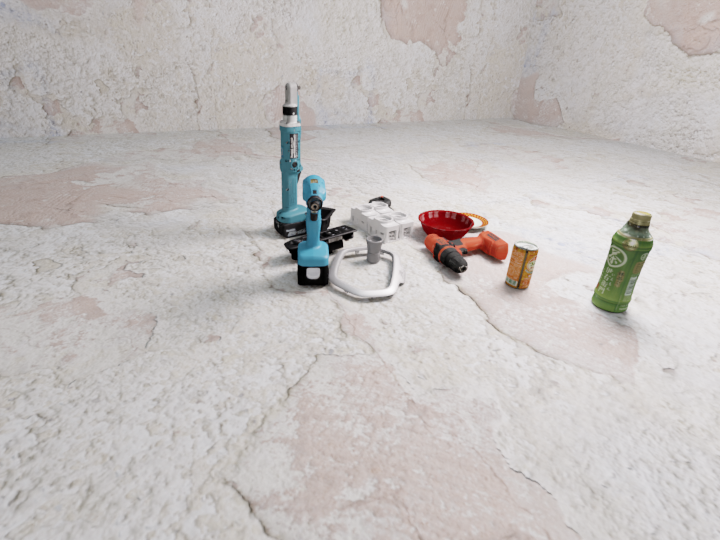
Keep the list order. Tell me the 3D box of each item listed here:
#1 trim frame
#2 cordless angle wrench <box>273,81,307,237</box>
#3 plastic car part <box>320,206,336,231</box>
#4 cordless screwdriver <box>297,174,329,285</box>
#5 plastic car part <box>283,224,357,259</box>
[{"bbox_3d":[0.018,-0.002,1.040,0.187,0.027,0.251,5,28,7],"label":"trim frame"},{"bbox_3d":[-0.194,-0.300,1.179,0.095,0.413,0.079,-13,31,-31],"label":"cordless angle wrench"},{"bbox_3d":[-0.118,-0.140,1.248,0.067,0.069,0.117,7,28,8],"label":"plastic car part"},{"bbox_3d":[-0.105,-0.077,0.947,0.074,0.243,0.164,0,27,-7],"label":"cordless screwdriver"},{"bbox_3d":[-0.110,-0.072,1.125,0.196,0.065,0.070,-14,32,-27],"label":"plastic car part"}]
